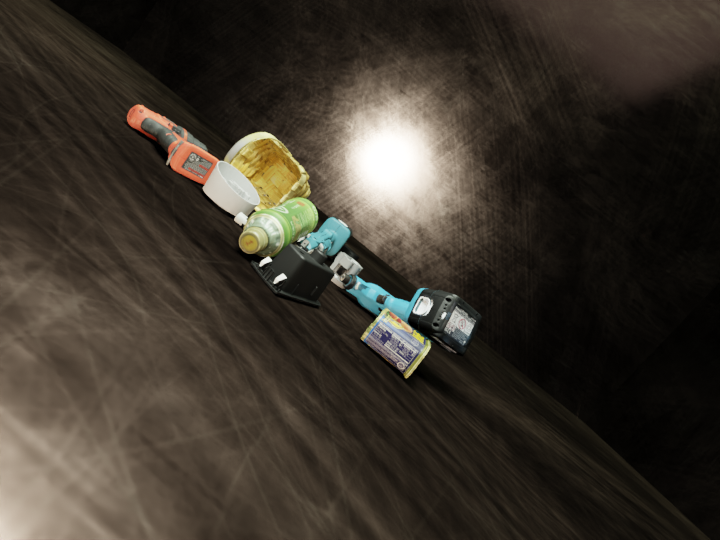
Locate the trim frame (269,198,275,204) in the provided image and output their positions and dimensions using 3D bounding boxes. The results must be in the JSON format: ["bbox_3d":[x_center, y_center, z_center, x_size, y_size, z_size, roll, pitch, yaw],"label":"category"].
[{"bbox_3d":[-0.267,-0.200,1.171,0.188,0.027,0.243,39,8,9],"label":"trim frame"}]

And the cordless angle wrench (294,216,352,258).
[{"bbox_3d":[-0.090,-0.059,0.923,0.075,0.098,0.420,39,10,-1],"label":"cordless angle wrench"}]

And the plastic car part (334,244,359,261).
[{"bbox_3d":[-0.061,-0.060,1.209,0.063,0.067,0.214,43,4,-40],"label":"plastic car part"}]

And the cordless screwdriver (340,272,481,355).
[{"bbox_3d":[0.073,0.062,0.750,0.152,0.074,0.259,37,-13,-26],"label":"cordless screwdriver"}]

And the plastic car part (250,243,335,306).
[{"bbox_3d":[-0.078,0.000,0.573,0.069,0.071,0.110,45,11,32],"label":"plastic car part"}]
